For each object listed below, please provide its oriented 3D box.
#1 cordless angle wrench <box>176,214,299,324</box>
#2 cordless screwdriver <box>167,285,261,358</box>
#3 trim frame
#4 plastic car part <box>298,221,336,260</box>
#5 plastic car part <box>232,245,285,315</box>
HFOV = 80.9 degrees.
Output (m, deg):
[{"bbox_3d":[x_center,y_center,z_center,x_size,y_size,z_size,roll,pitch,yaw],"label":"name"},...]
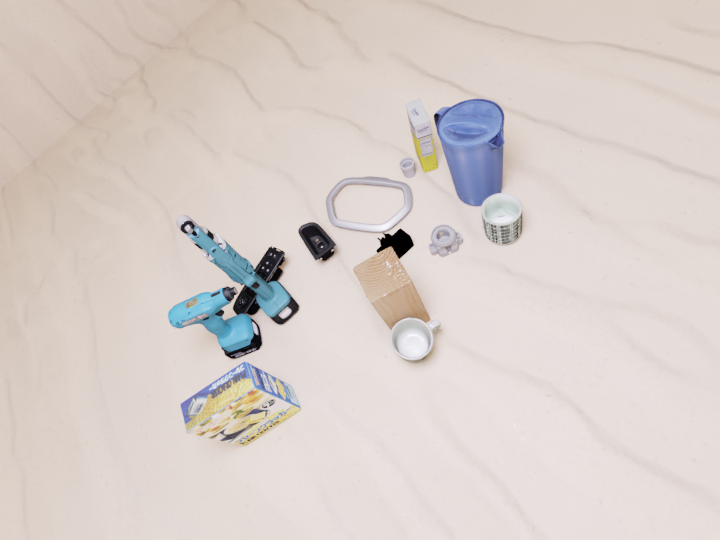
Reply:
[{"bbox_3d":[-0.264,0.001,0.930,0.074,0.401,0.103,-42,56,-6],"label":"cordless angle wrench"},{"bbox_3d":[-0.306,0.118,0.983,0.161,0.236,0.077,-24,56,8],"label":"cordless screwdriver"},{"bbox_3d":[0.019,-0.186,1.146,0.260,0.026,0.186,9,66,27],"label":"trim frame"},{"bbox_3d":[-0.109,-0.071,1.110,0.066,0.067,0.123,-37,54,-1],"label":"plastic car part"},{"bbox_3d":[-0.264,0.036,1.118,0.070,0.063,0.203,25,74,31],"label":"plastic car part"}]
